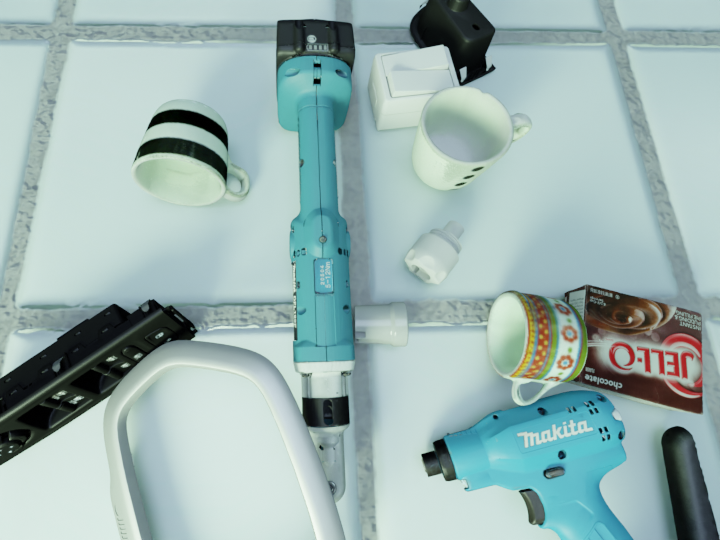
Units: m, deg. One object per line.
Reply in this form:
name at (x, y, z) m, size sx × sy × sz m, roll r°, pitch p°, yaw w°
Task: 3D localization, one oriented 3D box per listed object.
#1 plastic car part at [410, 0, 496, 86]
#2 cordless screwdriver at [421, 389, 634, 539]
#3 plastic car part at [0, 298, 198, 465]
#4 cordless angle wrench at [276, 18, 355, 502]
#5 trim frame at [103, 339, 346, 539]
plastic car part at (0.106, -0.276, 0.476) m, size 0.065 × 0.070 × 0.119 m, roll -27°, pitch 80°, yaw -13°
cordless screwdriver at (0.157, 0.231, 0.310) m, size 0.160 × 0.071 × 0.257 m, roll -18°, pitch 65°, yaw 2°
plastic car part at (-0.246, 0.086, 0.356) m, size 0.201 × 0.064 × 0.069 m, roll -40°, pitch 71°, yaw -13°
cordless angle wrench at (-0.038, -0.025, 0.385) m, size 0.073 × 0.098 × 0.429 m, roll -1°, pitch 76°, yaw -9°
trim frame at (-0.116, 0.175, 0.329) m, size 0.185 × 0.027 × 0.253 m, roll -26°, pitch 78°, yaw 5°
